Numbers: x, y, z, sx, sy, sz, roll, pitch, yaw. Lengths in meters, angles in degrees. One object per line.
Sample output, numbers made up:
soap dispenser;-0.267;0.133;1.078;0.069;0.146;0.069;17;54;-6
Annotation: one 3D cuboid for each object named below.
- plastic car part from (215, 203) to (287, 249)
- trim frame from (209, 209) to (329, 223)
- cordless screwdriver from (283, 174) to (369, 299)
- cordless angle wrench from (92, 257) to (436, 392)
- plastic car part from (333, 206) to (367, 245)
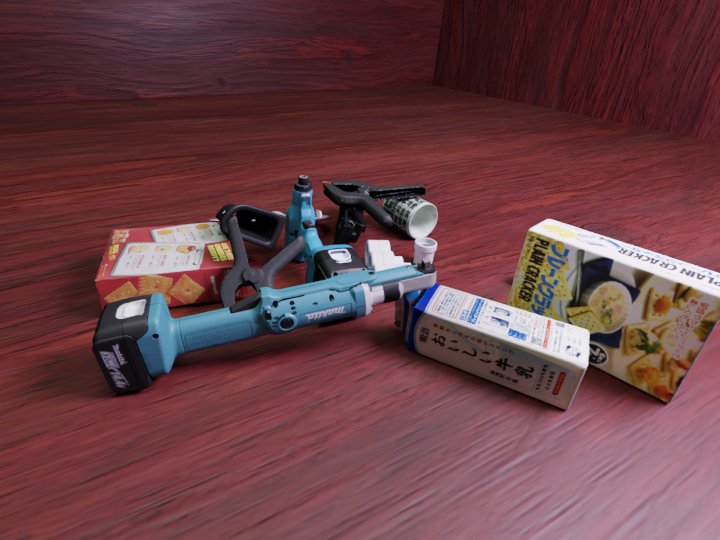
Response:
plastic car part;-0.200;-0.088;0.737;0.110;0.066;0.075;18;8;-41
trim frame;-0.186;-0.112;0.878;0.244;0.027;0.189;-6;10;-13
cordless screwdriver;-0.067;-0.044;0.688;0.072;0.156;0.262;-6;32;-24
cordless angle wrench;-0.100;0.050;0.536;0.417;0.095;0.078;-12;32;-10
plastic car part;-0.020;-0.113;0.902;0.066;0.065;0.209;10;29;-9
